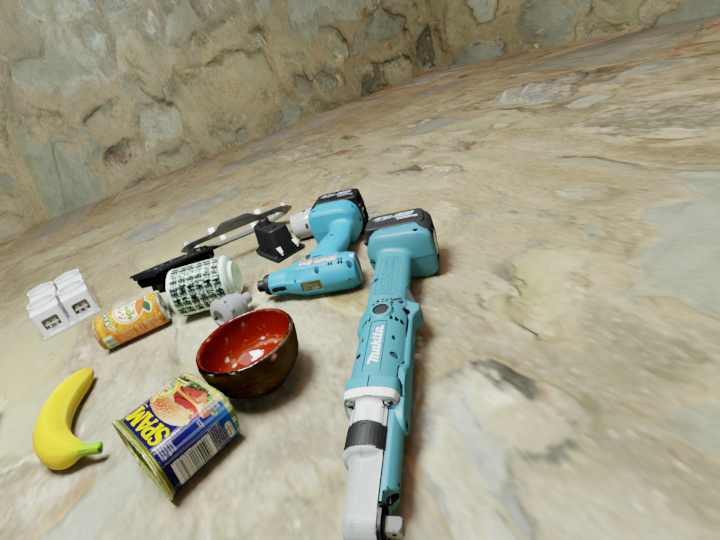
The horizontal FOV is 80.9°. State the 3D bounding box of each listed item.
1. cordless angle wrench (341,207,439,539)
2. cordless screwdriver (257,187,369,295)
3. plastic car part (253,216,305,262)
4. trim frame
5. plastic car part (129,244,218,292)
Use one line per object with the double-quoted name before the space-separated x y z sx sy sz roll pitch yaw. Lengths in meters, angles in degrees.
"cordless angle wrench" 0.030 0.060 0.445 0.100 0.071 0.428 -11 30 17
"cordless screwdriver" -0.069 -0.045 0.703 0.163 0.071 0.253 -12 31 15
"plastic car part" -0.172 -0.068 0.814 0.064 0.068 0.123 -33 32 -29
"trim frame" -0.259 -0.090 0.891 0.246 0.027 0.186 -22 4 -10
"plastic car part" -0.318 -0.003 0.772 0.068 0.066 0.203 -20 15 17
